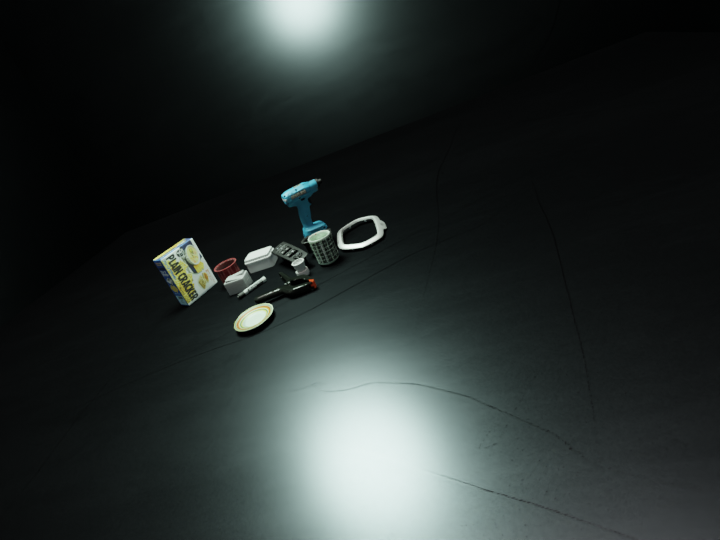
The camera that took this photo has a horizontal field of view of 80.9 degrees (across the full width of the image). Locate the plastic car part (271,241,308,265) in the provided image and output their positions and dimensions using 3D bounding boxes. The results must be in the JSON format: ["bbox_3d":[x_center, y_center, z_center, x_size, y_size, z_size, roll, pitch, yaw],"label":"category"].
[{"bbox_3d":[-0.252,-0.050,1.544,0.065,0.065,0.213,-35,27,-24],"label":"plastic car part"}]

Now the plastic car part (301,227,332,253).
[{"bbox_3d":[-0.151,-0.099,1.544,0.117,0.068,0.068,-22,24,5],"label":"plastic car part"}]

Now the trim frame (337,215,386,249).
[{"bbox_3d":[0.002,-0.138,1.533,0.186,0.026,0.255,-22,26,6],"label":"trim frame"}]

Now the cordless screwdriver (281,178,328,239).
[{"bbox_3d":[-0.177,-0.212,1.583,0.157,0.240,0.078,-29,23,-12],"label":"cordless screwdriver"}]
